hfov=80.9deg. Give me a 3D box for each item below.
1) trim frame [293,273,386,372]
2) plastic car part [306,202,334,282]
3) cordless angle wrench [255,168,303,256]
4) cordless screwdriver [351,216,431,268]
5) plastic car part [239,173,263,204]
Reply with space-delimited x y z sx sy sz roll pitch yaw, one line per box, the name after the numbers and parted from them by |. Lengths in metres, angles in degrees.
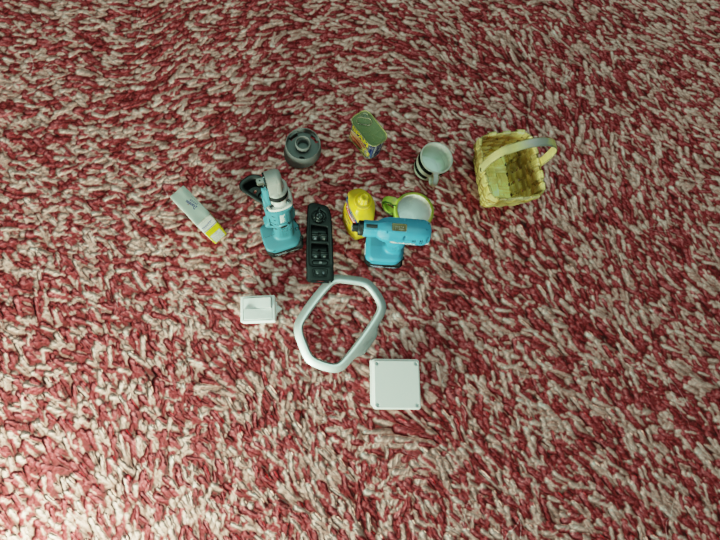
-0.048 0.123 1.017 0.186 0.027 0.248 36 77 6 | trim frame
-0.102 -0.067 1.040 0.066 0.066 0.206 -1 77 -6 | plastic car part
-0.167 -0.113 0.867 0.097 0.421 0.075 -18 83 -11 | cordless angle wrench
0.047 -0.064 0.954 0.158 0.247 0.075 5 79 -6 | cordless screwdriver
-0.243 -0.191 1.062 0.117 0.070 0.066 30 77 3 | plastic car part
